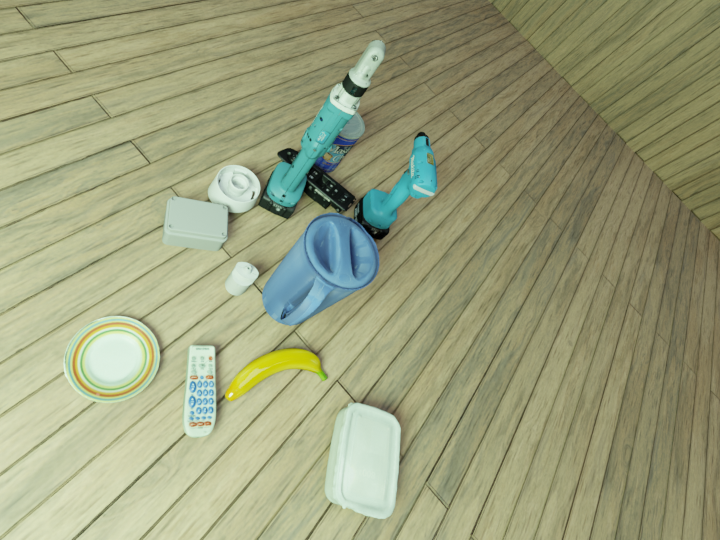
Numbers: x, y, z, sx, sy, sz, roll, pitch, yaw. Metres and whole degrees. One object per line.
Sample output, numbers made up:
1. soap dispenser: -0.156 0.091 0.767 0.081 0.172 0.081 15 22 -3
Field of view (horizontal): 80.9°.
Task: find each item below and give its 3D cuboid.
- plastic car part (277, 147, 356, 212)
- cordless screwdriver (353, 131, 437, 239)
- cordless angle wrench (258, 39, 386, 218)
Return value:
1. plastic car part: -0.109 -0.203 0.968 0.202 0.068 0.066 42 51 -2
2. cordless screwdriver: 0.077 -0.184 0.944 0.071 0.252 0.163 19 57 -24
3. cordless angle wrench: -0.079 -0.240 0.775 0.072 0.429 0.100 26 55 -20
